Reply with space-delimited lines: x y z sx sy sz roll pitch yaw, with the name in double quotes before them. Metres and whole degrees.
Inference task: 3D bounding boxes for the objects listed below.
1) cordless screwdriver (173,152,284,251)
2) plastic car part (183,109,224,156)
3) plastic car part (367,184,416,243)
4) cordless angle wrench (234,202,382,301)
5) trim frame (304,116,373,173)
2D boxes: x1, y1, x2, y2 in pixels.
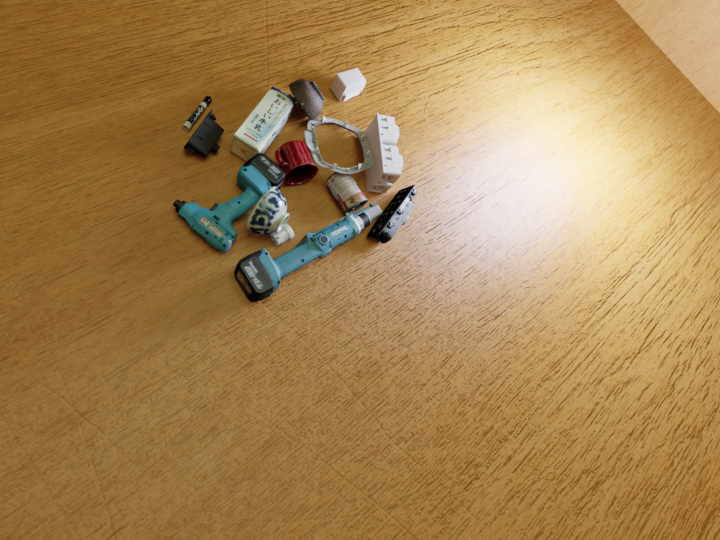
"cordless screwdriver" -0.303 -0.177 0.994 0.159 0.075 0.248 37 65 -2
"plastic car part" -0.378 -0.323 1.041 0.068 0.068 0.117 31 64 -24
"plastic car part" 0.089 -0.143 1.124 0.201 0.069 0.064 -50 118 -30
"cordless angle wrench" -0.100 -0.065 1.018 0.413 0.075 0.099 -32 83 -30
"trim frame" -0.060 -0.341 1.132 0.180 0.027 0.258 1 51 -15
